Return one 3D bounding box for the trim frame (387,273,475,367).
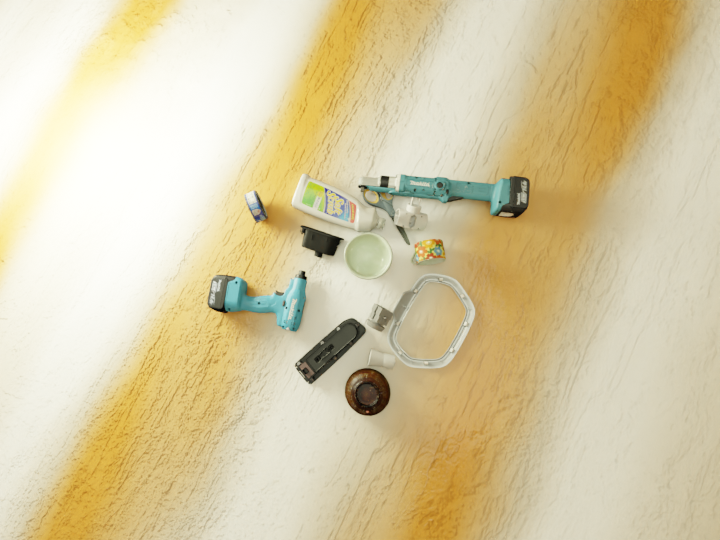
[{"bbox_3d":[0.174,0.126,1.059,0.189,0.027,0.248,30,85,14],"label":"trim frame"}]

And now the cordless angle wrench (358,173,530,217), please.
[{"bbox_3d":[0.205,-0.211,1.102,0.430,0.072,0.099,8,80,9],"label":"cordless angle wrench"}]

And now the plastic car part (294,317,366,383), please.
[{"bbox_3d":[-0.077,0.195,1.063,0.202,0.065,0.069,-41,71,-5],"label":"plastic car part"}]

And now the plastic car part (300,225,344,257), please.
[{"bbox_3d":[-0.110,-0.072,1.129,0.118,0.065,0.071,22,97,7],"label":"plastic car part"}]

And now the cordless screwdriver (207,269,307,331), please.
[{"bbox_3d":[-0.266,0.057,1.113,0.252,0.073,0.160,11,79,6],"label":"cordless screwdriver"}]
